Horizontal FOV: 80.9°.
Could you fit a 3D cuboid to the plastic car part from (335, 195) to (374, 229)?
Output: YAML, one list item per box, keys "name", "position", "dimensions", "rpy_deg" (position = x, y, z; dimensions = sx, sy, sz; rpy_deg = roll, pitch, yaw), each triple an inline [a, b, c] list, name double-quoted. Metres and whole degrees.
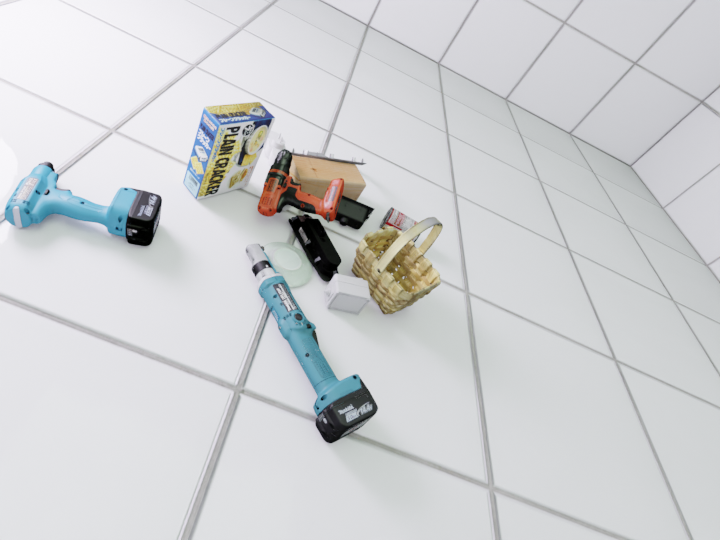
- name: "plastic car part"
  position: [-0.031, -0.149, 1.135]
  dimensions: [0.114, 0.066, 0.072]
  rpy_deg: [20, 56, -10]

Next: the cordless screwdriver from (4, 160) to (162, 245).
- name: "cordless screwdriver"
  position: [-0.516, -0.135, 0.814]
  dimensions: [0.241, 0.074, 0.165]
  rpy_deg: [8, 45, -19]

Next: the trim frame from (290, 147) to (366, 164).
- name: "trim frame"
  position: [-0.095, -0.337, 1.251]
  dimensions: [0.238, 0.027, 0.194]
  rpy_deg: [-3, 17, -32]

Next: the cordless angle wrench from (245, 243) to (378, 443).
- name: "cordless angle wrench"
  position: [-0.125, 0.105, 0.808]
  dimensions: [0.094, 0.074, 0.442]
  rpy_deg: [-11, 53, -39]

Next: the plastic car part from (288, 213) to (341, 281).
- name: "plastic car part"
  position: [-0.098, -0.064, 1.004]
  dimensions: [0.063, 0.067, 0.212]
  rpy_deg: [5, 48, -45]
